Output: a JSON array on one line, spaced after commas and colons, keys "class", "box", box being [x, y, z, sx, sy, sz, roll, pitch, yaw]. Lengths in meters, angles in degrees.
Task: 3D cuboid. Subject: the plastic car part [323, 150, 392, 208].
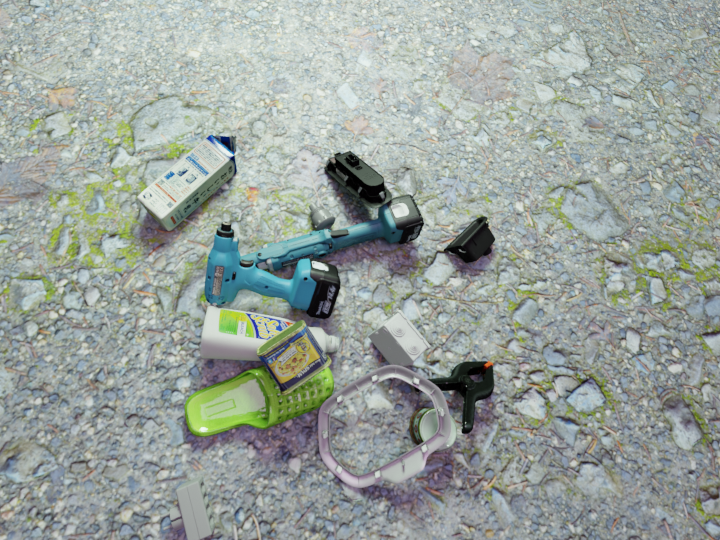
[{"class": "plastic car part", "box": [-0.003, -0.202, 0.887, 0.065, 0.065, 0.214, -21, 48, -22]}]

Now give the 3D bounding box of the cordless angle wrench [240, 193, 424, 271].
[{"class": "cordless angle wrench", "box": [-0.085, -0.055, 0.864, 0.419, 0.095, 0.077, -16, 68, -7]}]

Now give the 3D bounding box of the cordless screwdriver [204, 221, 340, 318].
[{"class": "cordless screwdriver", "box": [-0.162, 0.001, 0.794, 0.245, 0.076, 0.157, 10, 111, -8]}]

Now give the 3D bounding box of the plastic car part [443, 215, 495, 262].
[{"class": "plastic car part", "box": [0.252, -0.060, 0.916, 0.115, 0.067, 0.070, -39, 97, -20]}]

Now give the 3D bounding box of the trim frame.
[{"class": "trim frame", "box": [0.037, 0.279, 0.749, 0.249, 0.027, 0.186, -32, 83, 5]}]
